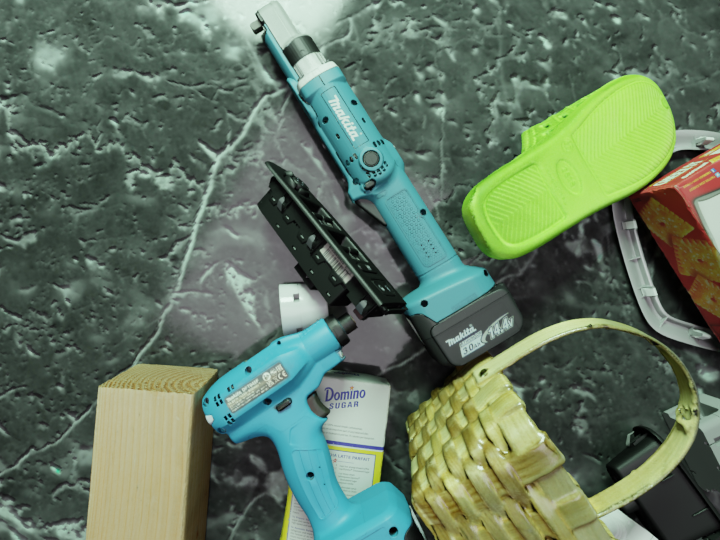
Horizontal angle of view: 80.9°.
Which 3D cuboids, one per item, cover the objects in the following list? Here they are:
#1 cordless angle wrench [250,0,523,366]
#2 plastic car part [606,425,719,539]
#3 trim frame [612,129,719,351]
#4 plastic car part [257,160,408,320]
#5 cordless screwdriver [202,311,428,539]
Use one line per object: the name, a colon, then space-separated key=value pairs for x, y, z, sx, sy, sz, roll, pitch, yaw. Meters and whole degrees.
cordless angle wrench: x=0.009 y=-0.108 z=0.444 sx=0.098 sy=0.073 sz=0.427 roll=-31 pitch=85 yaw=1
plastic car part: x=0.293 y=0.224 z=0.426 sx=0.071 sy=0.065 sz=0.117 roll=-36 pitch=86 yaw=-2
trim frame: x=0.377 y=-0.033 z=0.459 sx=0.184 sy=0.027 sz=0.250 roll=-14 pitch=86 yaw=-1
plastic car part: x=-0.041 y=-0.027 z=0.422 sx=0.067 sy=0.063 sz=0.211 roll=-46 pitch=65 yaw=24
cordless screwdriver: x=-0.015 y=0.172 z=0.384 sx=0.159 sy=0.073 sz=0.253 roll=-35 pitch=82 yaw=-2
